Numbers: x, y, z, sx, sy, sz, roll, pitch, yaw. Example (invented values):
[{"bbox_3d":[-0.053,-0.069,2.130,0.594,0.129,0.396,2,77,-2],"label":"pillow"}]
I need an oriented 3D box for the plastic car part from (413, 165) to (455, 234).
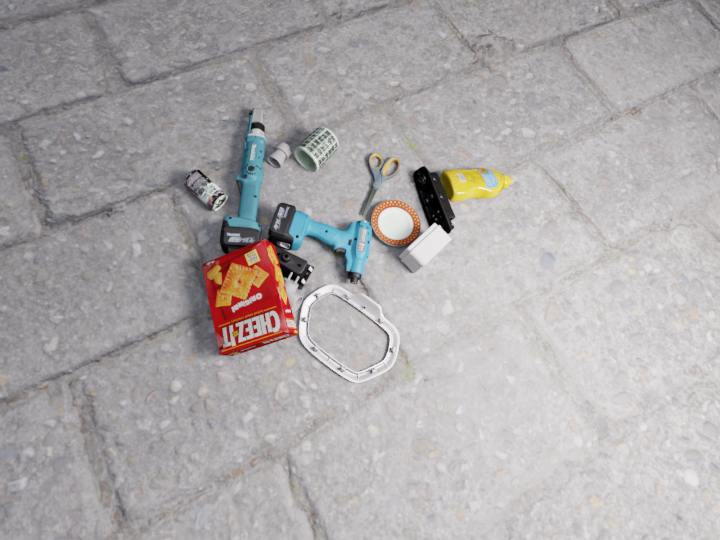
[{"bbox_3d":[0.199,-0.184,1.105,0.065,0.066,0.208,-12,71,-23],"label":"plastic car part"}]

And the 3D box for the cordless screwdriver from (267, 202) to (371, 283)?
[{"bbox_3d":[-0.100,-0.065,1.022,0.246,0.074,0.161,13,69,-6],"label":"cordless screwdriver"}]

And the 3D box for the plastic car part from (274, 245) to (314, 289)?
[{"bbox_3d":[-0.170,-0.018,0.996,0.117,0.070,0.066,30,66,1],"label":"plastic car part"}]

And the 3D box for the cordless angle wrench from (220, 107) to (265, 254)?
[{"bbox_3d":[-0.279,-0.243,1.074,0.097,0.073,0.432,4,66,-7],"label":"cordless angle wrench"}]

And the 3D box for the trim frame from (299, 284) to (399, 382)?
[{"bbox_3d":[-0.027,0.140,0.974,0.253,0.027,0.183,35,68,9],"label":"trim frame"}]
